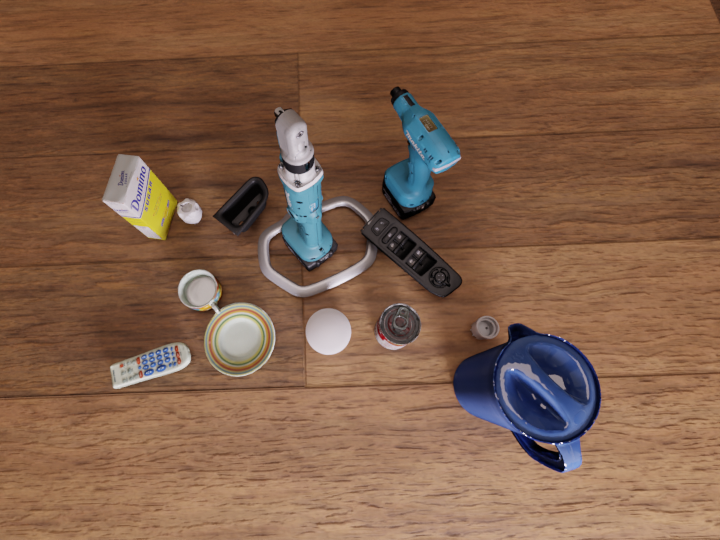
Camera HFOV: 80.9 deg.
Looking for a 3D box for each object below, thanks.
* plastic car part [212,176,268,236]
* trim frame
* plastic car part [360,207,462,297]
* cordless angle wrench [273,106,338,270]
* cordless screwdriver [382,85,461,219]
[{"bbox_3d":[-0.222,-0.120,0.835,0.067,0.070,0.116,37,76,9],"label":"plastic car part"},{"bbox_3d":[-0.081,-0.053,0.831,0.247,0.027,0.189,-27,73,-7],"label":"trim frame"},{"bbox_3d":[0.093,-0.025,0.797,0.208,0.066,0.066,41,76,13],"label":"plastic car part"},{"bbox_3d":[-0.086,-0.103,0.644,0.074,0.416,0.100,-39,80,-13],"label":"cordless angle wrench"},{"bbox_3d":[0.088,-0.202,0.762,0.074,0.244,0.163,-27,76,-10],"label":"cordless screwdriver"}]
